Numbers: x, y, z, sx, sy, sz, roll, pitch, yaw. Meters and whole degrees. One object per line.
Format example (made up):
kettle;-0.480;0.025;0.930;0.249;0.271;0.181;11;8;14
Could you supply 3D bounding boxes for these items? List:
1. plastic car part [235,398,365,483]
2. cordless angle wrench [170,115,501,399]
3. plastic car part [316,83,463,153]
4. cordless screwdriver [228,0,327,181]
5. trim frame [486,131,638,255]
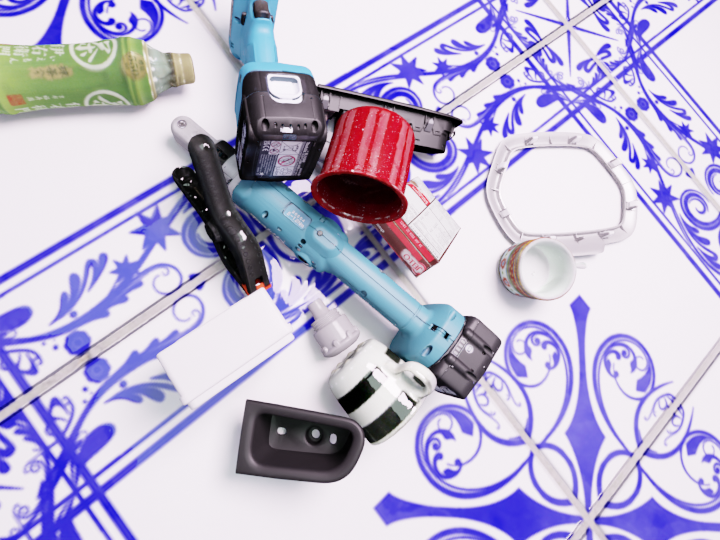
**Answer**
plastic car part;-0.056;0.167;0.421;0.117;0.069;0.067;5;78;4
cordless angle wrench;-0.045;-0.030;0.464;0.425;0.098;0.074;40;75;2
plastic car part;0.033;-0.183;0.531;0.199;0.067;0.067;4;88;-12
cordless screwdriver;-0.093;-0.223;0.427;0.072;0.159;0.257;-3;62;-22
trim frame;0.287;-0.110;0.590;0.243;0.028;0.186;-4;79;-16
